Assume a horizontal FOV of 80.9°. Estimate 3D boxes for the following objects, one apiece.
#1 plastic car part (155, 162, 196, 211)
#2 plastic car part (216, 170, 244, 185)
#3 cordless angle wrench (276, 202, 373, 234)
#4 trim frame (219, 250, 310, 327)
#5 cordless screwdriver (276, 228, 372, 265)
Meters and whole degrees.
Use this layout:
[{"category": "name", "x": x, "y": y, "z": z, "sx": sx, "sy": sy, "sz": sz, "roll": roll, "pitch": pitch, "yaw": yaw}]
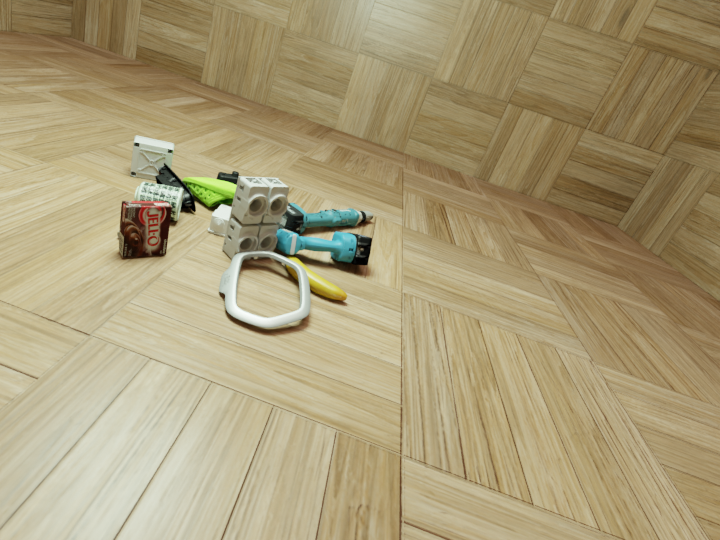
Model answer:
[{"category": "plastic car part", "x": -0.507, "y": -0.220, "z": 1.142, "sx": 0.065, "sy": 0.065, "sz": 0.214, "roll": -20, "pitch": 45, "yaw": -41}, {"category": "plastic car part", "x": -0.400, "y": -0.273, "z": 1.307, "sx": 0.112, "sy": 0.070, "sz": 0.069, "roll": 1, "pitch": 32, "yaw": -28}, {"category": "cordless angle wrench", "x": -0.090, "y": -0.161, "z": 1.298, "sx": 0.103, "sy": 0.073, "sz": 0.405, "roll": 36, "pitch": 28, "yaw": 30}, {"category": "trim frame", "x": -0.194, "y": 0.031, "z": 0.868, "sx": 0.180, "sy": 0.027, "sz": 0.258, "roll": 7, "pitch": 35, "yaw": -15}, {"category": "cordless screwdriver", "x": -0.106, "y": -0.070, "z": 1.089, "sx": 0.239, "sy": 0.074, "sz": 0.167, "roll": 5, "pitch": 10, "yaw": -26}]
